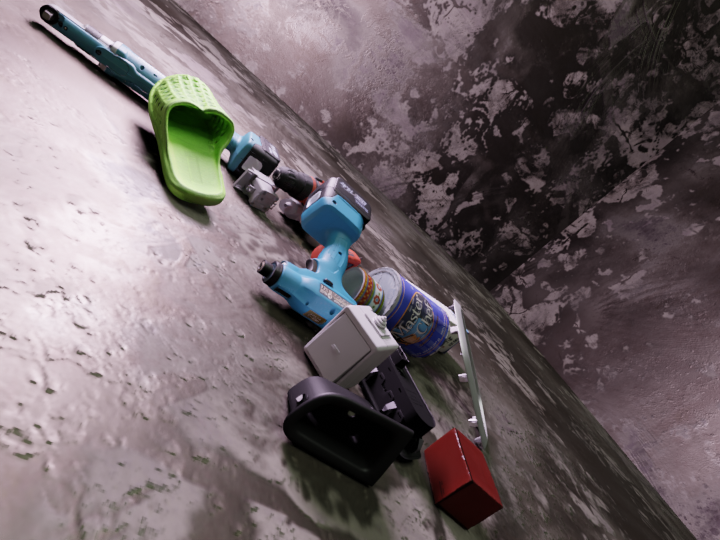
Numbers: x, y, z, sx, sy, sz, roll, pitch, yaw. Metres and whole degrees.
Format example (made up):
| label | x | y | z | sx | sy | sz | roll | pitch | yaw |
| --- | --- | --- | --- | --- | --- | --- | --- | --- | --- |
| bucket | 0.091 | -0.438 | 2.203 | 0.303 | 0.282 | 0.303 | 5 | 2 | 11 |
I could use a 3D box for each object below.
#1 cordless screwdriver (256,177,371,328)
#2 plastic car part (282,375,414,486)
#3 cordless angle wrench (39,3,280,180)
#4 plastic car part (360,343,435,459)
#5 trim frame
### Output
| label | x | y | z | sx | sy | sz | roll | pitch | yaw |
| --- | --- | --- | --- | --- | --- | --- | --- | --- | --- |
| cordless screwdriver | -0.060 | -0.039 | 0.614 | 0.152 | 0.076 | 0.255 | 35 | 39 | -27 |
| plastic car part | -0.022 | 0.136 | 0.400 | 0.112 | 0.066 | 0.073 | 36 | 2 | -19 |
| cordless angle wrench | -0.326 | -0.295 | 0.729 | 0.402 | 0.075 | 0.102 | 33 | 19 | -30 |
| plastic car part | 0.037 | 0.139 | 0.542 | 0.063 | 0.067 | 0.213 | 42 | 15 | -40 |
| trim frame | 0.176 | 0.169 | 0.694 | 0.183 | 0.028 | 0.244 | -52 | 127 | -70 |
